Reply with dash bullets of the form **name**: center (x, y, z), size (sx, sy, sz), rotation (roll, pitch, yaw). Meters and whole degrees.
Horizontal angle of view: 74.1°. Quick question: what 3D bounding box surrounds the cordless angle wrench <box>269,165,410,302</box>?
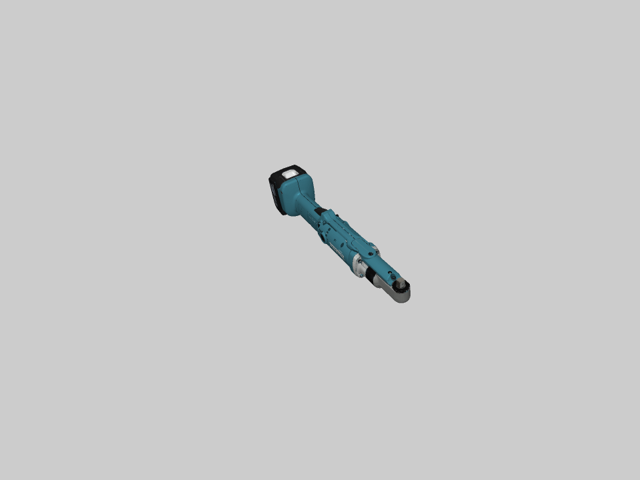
- **cordless angle wrench**: center (0.025, -0.017, 0.777), size (0.074, 0.098, 0.422), rotation (-25, 40, -18)
